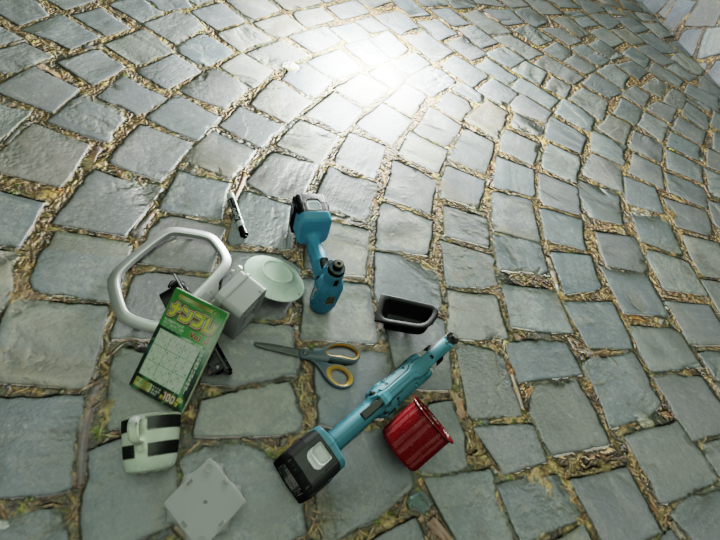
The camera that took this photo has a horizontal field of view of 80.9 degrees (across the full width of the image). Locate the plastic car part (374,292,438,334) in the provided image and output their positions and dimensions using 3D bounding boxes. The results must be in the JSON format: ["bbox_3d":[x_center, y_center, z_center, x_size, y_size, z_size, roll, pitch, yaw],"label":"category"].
[{"bbox_3d":[0.090,0.099,0.847,0.119,0.068,0.067,12,55,12],"label":"plastic car part"}]

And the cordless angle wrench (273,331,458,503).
[{"bbox_3d":[0.041,0.226,0.747,0.412,0.097,0.077,-31,72,-34],"label":"cordless angle wrench"}]

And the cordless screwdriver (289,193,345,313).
[{"bbox_3d":[-0.084,-0.055,0.855,0.072,0.157,0.258,-3,57,-20],"label":"cordless screwdriver"}]

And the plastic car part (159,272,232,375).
[{"bbox_3d":[-0.296,0.102,0.745,0.067,0.065,0.208,-29,76,-7],"label":"plastic car part"}]

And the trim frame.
[{"bbox_3d":[-0.367,0.010,0.822,0.188,0.027,0.247,31,53,9],"label":"trim frame"}]
